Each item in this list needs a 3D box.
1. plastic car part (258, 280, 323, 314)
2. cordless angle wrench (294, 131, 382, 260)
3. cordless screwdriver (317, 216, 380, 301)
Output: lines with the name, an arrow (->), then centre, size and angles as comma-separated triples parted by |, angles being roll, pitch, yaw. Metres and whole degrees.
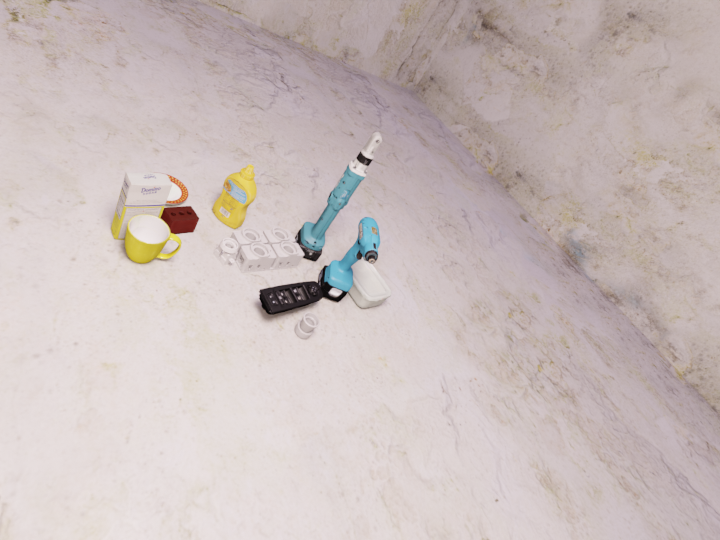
plastic car part -> -0.173, 0.073, 1.061 | 0.195, 0.067, 0.069 | -14, 58, -48
cordless angle wrench -> -0.062, -0.199, 1.171 | 0.071, 0.424, 0.101 | 21, 37, -23
cordless screwdriver -> -0.027, -0.010, 1.121 | 0.072, 0.249, 0.164 | 23, 36, -21
